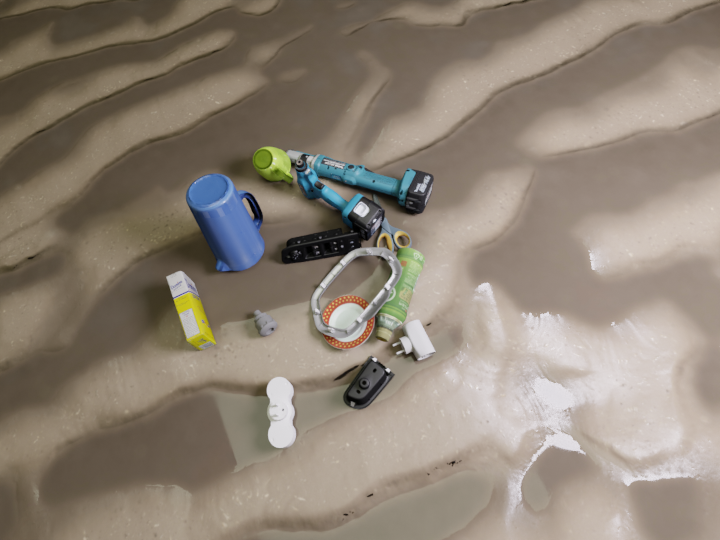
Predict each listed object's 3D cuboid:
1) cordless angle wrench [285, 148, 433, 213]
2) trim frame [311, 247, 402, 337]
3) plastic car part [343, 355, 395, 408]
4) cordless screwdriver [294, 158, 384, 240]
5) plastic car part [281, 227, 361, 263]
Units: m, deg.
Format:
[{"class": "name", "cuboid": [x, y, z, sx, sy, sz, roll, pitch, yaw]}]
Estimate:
[{"class": "cordless angle wrench", "cuboid": [-0.023, -0.261, 1.142, 0.438, 0.071, 0.098, 20, 58, 19]}, {"class": "trim frame", "cuboid": [-0.014, 0.043, 0.976, 0.248, 0.026, 0.195, -48, 49, -9]}, {"class": "plastic car part", "cuboid": [0.013, 0.237, 0.891, 0.069, 0.068, 0.116, 35, 69, 20]}, {"class": "cordless screwdriver", "cuboid": [-0.060, -0.184, 1.057, 0.258, 0.154, 0.074, 35, 80, 19]}, {"class": "plastic car part", "cuboid": [-0.104, -0.068, 1.060, 0.203, 0.064, 0.070, -14, 55, -1]}]
